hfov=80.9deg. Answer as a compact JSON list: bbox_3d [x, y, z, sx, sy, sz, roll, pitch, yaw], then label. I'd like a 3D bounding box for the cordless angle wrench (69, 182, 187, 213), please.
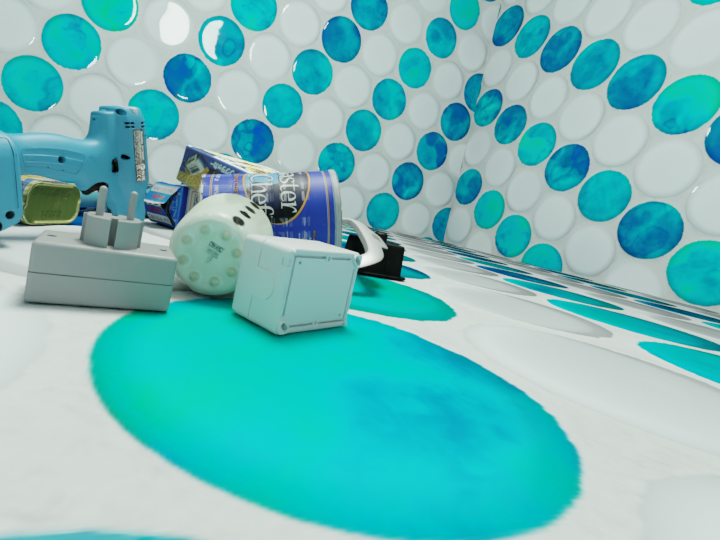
[{"bbox_3d":[-0.405,-0.130,0.780,0.100,0.074,0.415,13,10,10],"label":"cordless angle wrench"}]

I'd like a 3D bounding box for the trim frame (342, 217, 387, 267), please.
[{"bbox_3d":[-0.058,-0.038,0.589,0.183,0.027,0.255,-7,19,-6],"label":"trim frame"}]

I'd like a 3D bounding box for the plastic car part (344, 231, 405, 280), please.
[{"bbox_3d":[0.019,-0.027,0.676,0.113,0.070,0.068,7,10,-16],"label":"plastic car part"}]

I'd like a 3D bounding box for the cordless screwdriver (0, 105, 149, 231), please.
[{"bbox_3d":[-0.313,-0.082,0.421,0.077,0.156,0.245,11,22,17],"label":"cordless screwdriver"}]
